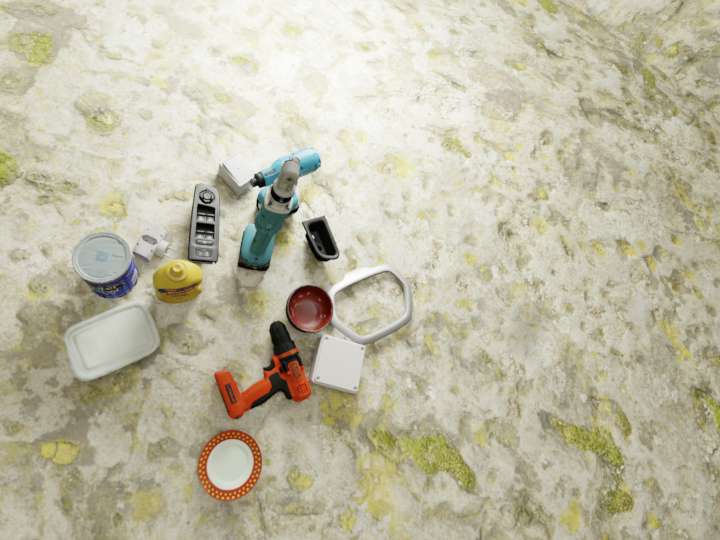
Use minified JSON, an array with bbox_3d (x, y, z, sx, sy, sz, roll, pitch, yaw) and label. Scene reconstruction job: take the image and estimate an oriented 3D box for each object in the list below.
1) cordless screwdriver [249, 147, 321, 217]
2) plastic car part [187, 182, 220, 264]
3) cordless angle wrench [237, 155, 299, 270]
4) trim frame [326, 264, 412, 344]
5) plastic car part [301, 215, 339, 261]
[{"bbox_3d":[-0.193,-0.182,0.969,0.156,0.251,0.075,-29,86,-26],"label":"cordless screwdriver"},{"bbox_3d":[-0.364,-0.106,0.989,0.064,0.067,0.207,3,70,-19],"label":"plastic car part"},{"bbox_3d":[-0.183,-0.099,0.844,0.072,0.427,0.100,11,70,-19],"label":"cordless angle wrench"},{"bbox_3d":[0.027,0.079,1.064,0.242,0.028,0.187,-23,79,-23],"label":"trim frame"},{"bbox_3d":[-0.103,-0.067,1.054,0.064,0.071,0.119,-18,78,-24],"label":"plastic car part"}]
